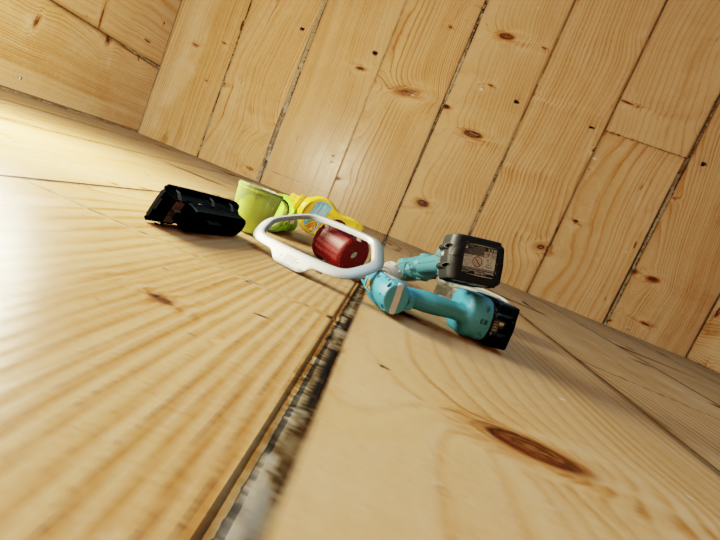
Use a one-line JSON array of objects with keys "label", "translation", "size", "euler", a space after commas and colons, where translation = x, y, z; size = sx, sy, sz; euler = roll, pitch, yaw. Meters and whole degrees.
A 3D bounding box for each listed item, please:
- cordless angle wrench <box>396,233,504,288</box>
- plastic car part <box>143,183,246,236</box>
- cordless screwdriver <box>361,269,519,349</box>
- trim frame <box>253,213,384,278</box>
[{"label": "cordless angle wrench", "translation": [0.132, -0.006, 0.857], "size": [0.096, 0.075, 0.428], "euler": [12, -5, -12]}, {"label": "plastic car part", "translation": [-0.251, -0.090, 0.695], "size": [0.069, 0.066, 0.198], "euler": [34, 11, 11]}, {"label": "cordless screwdriver", "translation": [0.123, 0.052, 0.720], "size": [0.243, 0.074, 0.164], "euler": [16, 7, -14]}, {"label": "trim frame", "translation": [-0.073, -0.048, 0.749], "size": [0.260, 0.027, 0.180], "euler": [25, 34, 25]}]
